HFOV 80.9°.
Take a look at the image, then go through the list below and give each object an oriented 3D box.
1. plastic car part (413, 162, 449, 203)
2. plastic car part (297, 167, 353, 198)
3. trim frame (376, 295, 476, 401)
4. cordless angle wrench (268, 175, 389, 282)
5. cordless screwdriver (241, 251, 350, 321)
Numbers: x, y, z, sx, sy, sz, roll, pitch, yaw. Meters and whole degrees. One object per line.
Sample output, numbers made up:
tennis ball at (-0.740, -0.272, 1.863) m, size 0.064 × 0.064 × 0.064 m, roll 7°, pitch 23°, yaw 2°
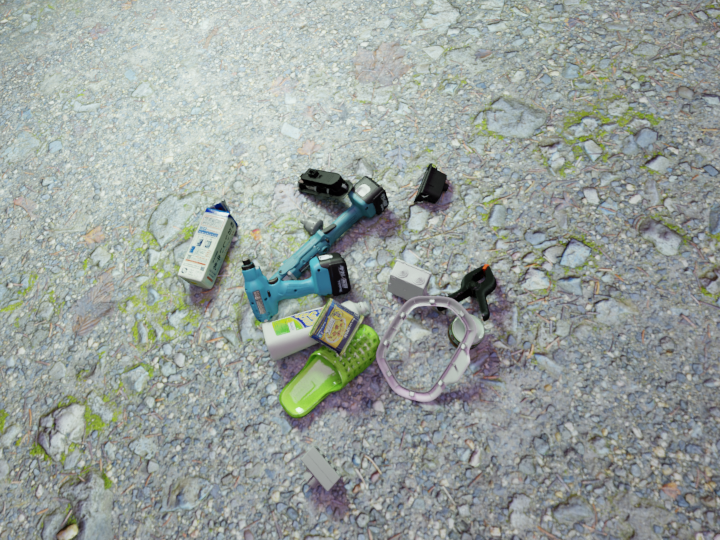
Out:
plastic car part at (0.197, -0.226, 1.124) m, size 0.071 × 0.066 × 0.117 m, roll 26°, pitch 70°, yaw -1°
plastic car part at (-0.100, -0.237, 1.120) m, size 0.215 × 0.064 × 0.066 m, roll 25°, pitch 63°, yaw 43°
trim frame at (0.145, 0.172, 0.938) m, size 0.189 × 0.027 × 0.248 m, roll 32°, pitch 95°, yaw 12°
cordless angle wrench at (-0.106, -0.070, 1.089) m, size 0.422 × 0.093 × 0.078 m, roll -43°, pitch 63°, yaw -5°
cordless screwdriver at (-0.157, 0.015, 1.018) m, size 0.247 × 0.076 × 0.155 m, roll -17°, pitch 107°, yaw -4°
